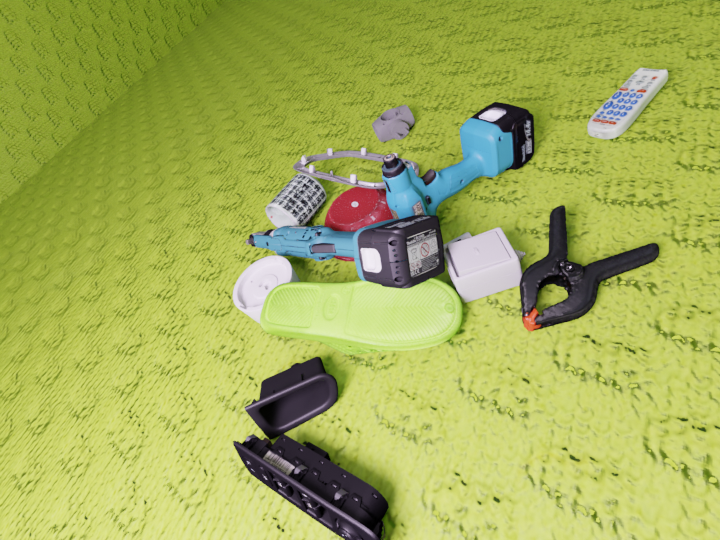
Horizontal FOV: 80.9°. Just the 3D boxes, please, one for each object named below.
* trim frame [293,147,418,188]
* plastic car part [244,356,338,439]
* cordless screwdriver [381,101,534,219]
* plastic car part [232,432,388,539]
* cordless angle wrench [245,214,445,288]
[{"bbox_3d":[-0.010,-0.194,0.783,0.262,0.027,0.180,23,40,34],"label":"trim frame"},{"bbox_3d":[-0.087,0.156,0.559,0.117,0.063,0.074,-29,29,1],"label":"plastic car part"},{"bbox_3d":[0.141,-0.165,0.630,0.247,0.151,0.079,-39,43,-8],"label":"cordless screwdriver"},{"bbox_3d":[-0.051,0.236,0.467,0.214,0.064,0.065,14,34,40],"label":"plastic car part"},{"bbox_3d":[-0.065,-0.043,0.669,0.095,0.073,0.445,-20,18,-36],"label":"cordless angle wrench"}]
